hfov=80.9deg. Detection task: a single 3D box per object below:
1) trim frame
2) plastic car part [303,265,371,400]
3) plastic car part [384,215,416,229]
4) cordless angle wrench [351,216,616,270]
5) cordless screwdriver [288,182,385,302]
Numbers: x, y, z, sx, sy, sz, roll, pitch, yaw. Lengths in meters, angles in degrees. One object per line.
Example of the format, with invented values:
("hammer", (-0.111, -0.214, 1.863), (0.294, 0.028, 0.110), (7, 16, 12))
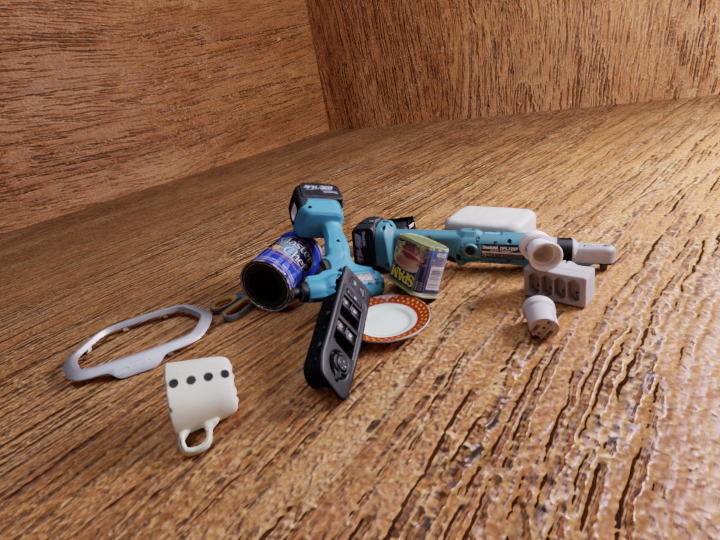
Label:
("trim frame", (-0.378, 0.120, 0.730), (0.244, 0.027, 0.193), (-17, 24, -16))
("plastic car part", (-0.035, 0.082, 0.578), (0.068, 0.063, 0.207), (-23, 31, 21))
("plastic car part", (0.059, -0.067, 0.903), (0.120, 0.063, 0.072), (-7, 37, 19))
("cordless angle wrench", (0.195, -0.042, 0.746), (0.440, 0.095, 0.073), (4, 23, 25))
("cordless screwdriver", (-0.073, -0.048, 0.749), (0.154, 0.073, 0.260), (-5, 51, -26))
